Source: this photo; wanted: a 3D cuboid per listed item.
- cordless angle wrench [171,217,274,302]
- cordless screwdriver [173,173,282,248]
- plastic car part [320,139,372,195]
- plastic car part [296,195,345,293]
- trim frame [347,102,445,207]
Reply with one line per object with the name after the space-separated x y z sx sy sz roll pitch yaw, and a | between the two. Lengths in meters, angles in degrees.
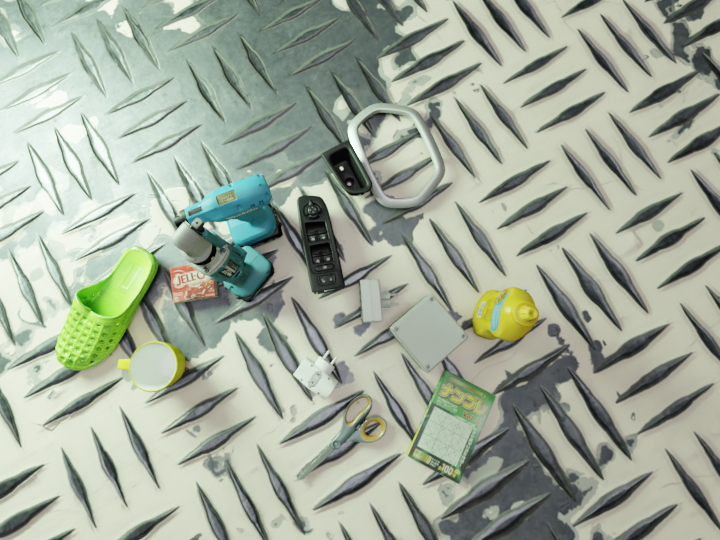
-0.212 -0.012 0.670 0.075 0.420 0.098 38 82 1 | cordless angle wrench
-0.228 -0.093 0.772 0.158 0.247 0.075 -22 85 -6 | cordless screwdriver
-0.026 -0.197 0.876 0.066 0.070 0.118 -28 82 -6 | plastic car part
-0.083 -0.055 0.853 0.066 0.066 0.206 -12 80 -3 | plastic car part
0.072 -0.249 0.905 0.183 0.027 0.252 -22 80 -3 | trim frame
